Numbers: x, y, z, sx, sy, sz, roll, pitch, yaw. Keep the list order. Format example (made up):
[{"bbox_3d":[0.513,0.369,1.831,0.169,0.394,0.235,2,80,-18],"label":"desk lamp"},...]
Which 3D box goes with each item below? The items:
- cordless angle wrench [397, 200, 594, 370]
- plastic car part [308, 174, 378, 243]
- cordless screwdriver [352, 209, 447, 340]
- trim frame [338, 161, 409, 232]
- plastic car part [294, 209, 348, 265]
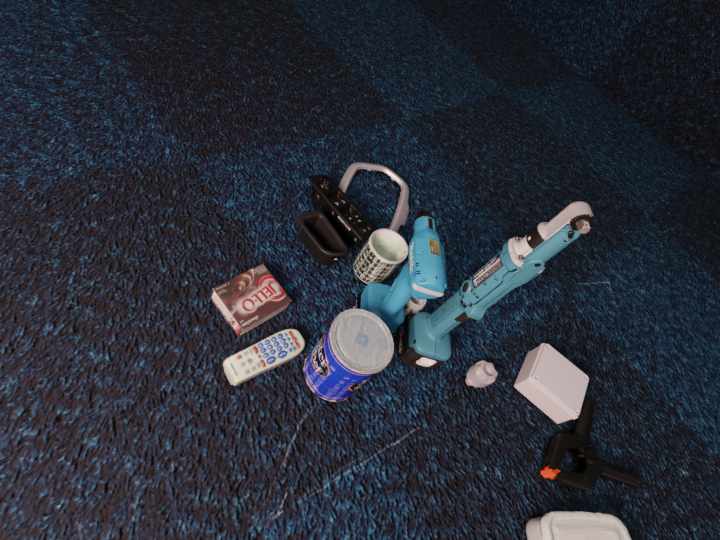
[{"bbox_3d":[0.186,0.036,0.657,0.073,0.422,0.100,19,51,-14],"label":"cordless angle wrench"},{"bbox_3d":[-0.045,-0.130,0.922,0.064,0.067,0.210,-23,67,-36],"label":"plastic car part"},{"bbox_3d":[0.064,0.020,0.734,0.072,0.248,0.163,17,51,-15],"label":"cordless screwdriver"},{"bbox_3d":[0.035,-0.173,1.013,0.183,0.027,0.251,24,49,-4],"label":"trim frame"},{"bbox_3d":[-0.083,-0.054,0.847,0.064,0.071,0.121,-21,66,-35],"label":"plastic car part"}]
